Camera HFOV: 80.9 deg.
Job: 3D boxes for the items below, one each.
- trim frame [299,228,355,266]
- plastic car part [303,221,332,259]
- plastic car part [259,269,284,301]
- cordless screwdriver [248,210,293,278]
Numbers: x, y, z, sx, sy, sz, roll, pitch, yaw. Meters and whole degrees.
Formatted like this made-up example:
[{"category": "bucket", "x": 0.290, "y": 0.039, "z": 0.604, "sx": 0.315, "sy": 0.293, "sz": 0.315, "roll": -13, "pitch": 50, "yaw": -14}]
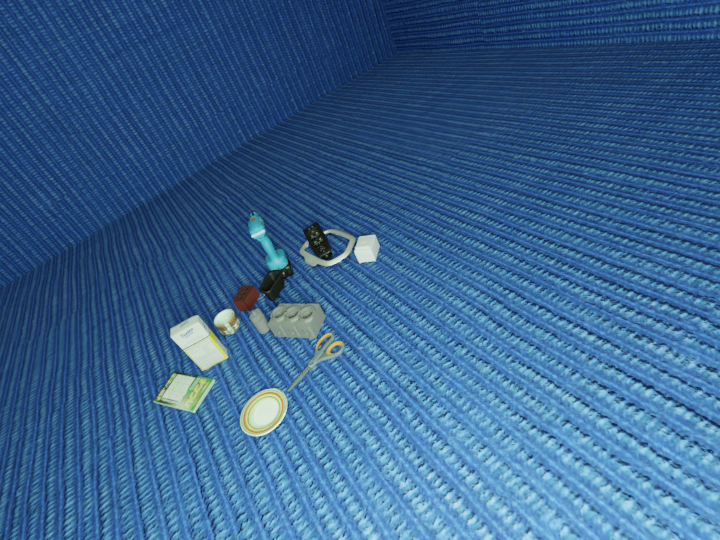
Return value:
[{"category": "trim frame", "x": -0.124, "y": -0.084, "z": 1.550, "sx": 0.182, "sy": 0.026, "sz": 0.263, "roll": -41, "pitch": 39, "yaw": -20}, {"category": "plastic car part", "x": -0.152, "y": -0.099, "z": 1.553, "sx": 0.066, "sy": 0.064, "sz": 0.213, "roll": -28, "pitch": 36, "yaw": -4}, {"category": "plastic car part", "x": -0.297, "y": 0.059, "z": 1.443, "sx": 0.068, "sy": 0.068, "sz": 0.118, "roll": -7, "pitch": 40, "yaw": 25}, {"category": "cordless screwdriver", "x": -0.326, "y": -0.090, "z": 1.500, "sx": 0.074, "sy": 0.237, "sz": 0.167, "roll": -25, "pitch": 34, "yaw": -2}]
